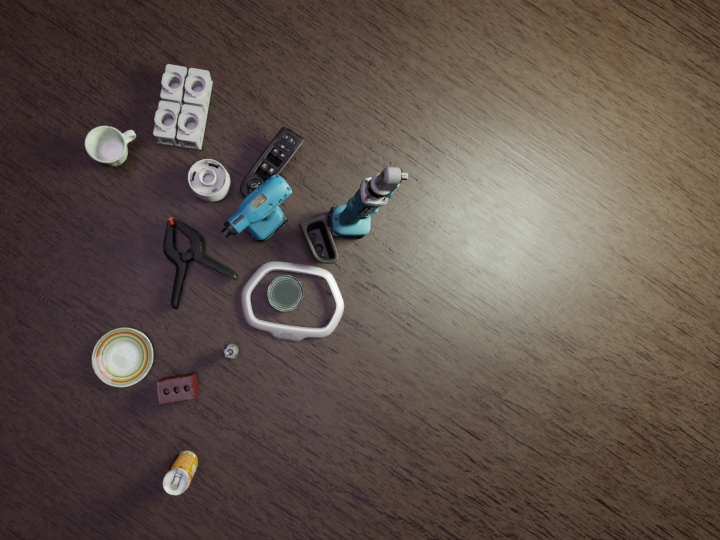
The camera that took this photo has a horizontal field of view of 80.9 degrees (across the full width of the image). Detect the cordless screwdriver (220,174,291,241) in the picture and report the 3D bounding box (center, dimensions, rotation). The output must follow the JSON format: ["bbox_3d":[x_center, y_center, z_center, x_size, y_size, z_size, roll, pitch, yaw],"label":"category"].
[{"bbox_3d":[-0.228,-0.113,0.926,0.158,0.250,0.074,-43,94,-12],"label":"cordless screwdriver"}]

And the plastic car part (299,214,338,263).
[{"bbox_3d":[-0.100,-0.065,1.024,0.065,0.071,0.117,-20,86,-11],"label":"plastic car part"}]

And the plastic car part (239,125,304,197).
[{"bbox_3d":[-0.223,-0.254,1.040,0.066,0.067,0.203,35,79,-4],"label":"plastic car part"}]

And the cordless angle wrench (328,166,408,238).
[{"bbox_3d":[0.006,-0.133,0.867,0.096,0.426,0.075,2,85,-12],"label":"cordless angle wrench"}]

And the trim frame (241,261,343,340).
[{"bbox_3d":[-0.163,0.075,1.017,0.246,0.027,0.185,8,81,-5],"label":"trim frame"}]
